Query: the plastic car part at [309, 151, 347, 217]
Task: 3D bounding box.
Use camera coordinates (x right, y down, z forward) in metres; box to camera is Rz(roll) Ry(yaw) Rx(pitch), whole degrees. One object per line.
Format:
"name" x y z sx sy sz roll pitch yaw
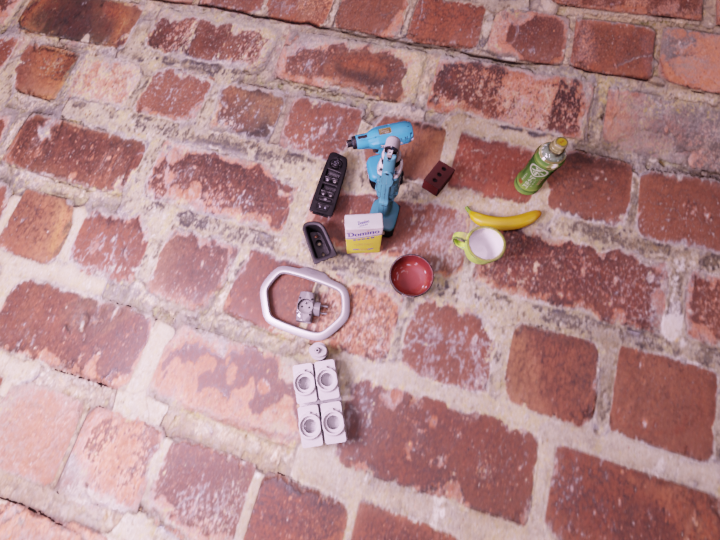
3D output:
"plastic car part" -0.084 -0.238 1.198 0.067 0.065 0.205 13 74 7

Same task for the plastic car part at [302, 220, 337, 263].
"plastic car part" -0.112 -0.073 1.146 0.066 0.069 0.120 -21 73 -3

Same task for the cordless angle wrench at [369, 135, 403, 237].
"cordless angle wrench" 0.062 -0.190 0.986 0.075 0.413 0.099 16 76 5

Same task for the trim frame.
"trim frame" -0.149 0.081 1.123 0.254 0.027 0.185 16 75 10

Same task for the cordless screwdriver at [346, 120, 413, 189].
"cordless screwdriver" 0.045 -0.295 1.110 0.159 0.243 0.076 -10 75 -1
